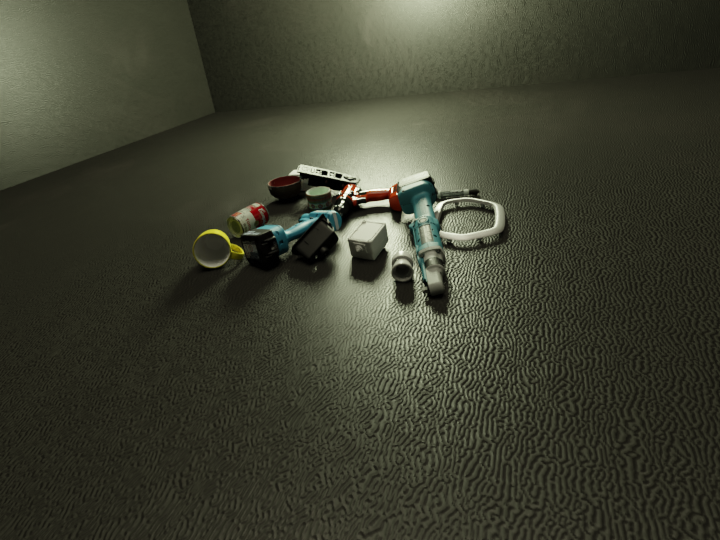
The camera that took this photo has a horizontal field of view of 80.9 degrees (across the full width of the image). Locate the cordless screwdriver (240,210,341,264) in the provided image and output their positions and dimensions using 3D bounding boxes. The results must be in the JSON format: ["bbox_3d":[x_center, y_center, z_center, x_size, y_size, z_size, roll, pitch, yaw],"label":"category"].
[{"bbox_3d":[-0.185,-0.096,1.068,0.242,0.072,0.167,-27,23,-34],"label":"cordless screwdriver"}]

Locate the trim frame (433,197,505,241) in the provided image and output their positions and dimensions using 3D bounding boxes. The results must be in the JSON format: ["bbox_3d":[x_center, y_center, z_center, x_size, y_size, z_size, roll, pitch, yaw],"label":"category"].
[{"bbox_3d":[0.256,-0.129,1.043,0.190,0.026,0.249,2,33,18],"label":"trim frame"}]

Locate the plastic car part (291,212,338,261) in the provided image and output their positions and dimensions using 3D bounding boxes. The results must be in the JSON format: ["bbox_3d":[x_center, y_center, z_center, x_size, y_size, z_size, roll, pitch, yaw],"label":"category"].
[{"bbox_3d":[-0.097,-0.063,0.988,0.075,0.062,0.116,35,79,34],"label":"plastic car part"}]

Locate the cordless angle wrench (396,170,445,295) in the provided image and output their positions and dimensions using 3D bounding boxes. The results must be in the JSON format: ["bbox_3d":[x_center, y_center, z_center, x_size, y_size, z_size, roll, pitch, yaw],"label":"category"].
[{"bbox_3d":[0.145,-0.092,0.950,0.100,0.071,0.434,-18,35,14],"label":"cordless angle wrench"}]

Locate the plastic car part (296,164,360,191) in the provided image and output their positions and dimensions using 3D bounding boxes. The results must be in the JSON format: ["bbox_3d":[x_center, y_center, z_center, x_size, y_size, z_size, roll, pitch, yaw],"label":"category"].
[{"bbox_3d":[-0.103,-0.287,1.347,0.203,0.066,0.067,7,25,0],"label":"plastic car part"}]
